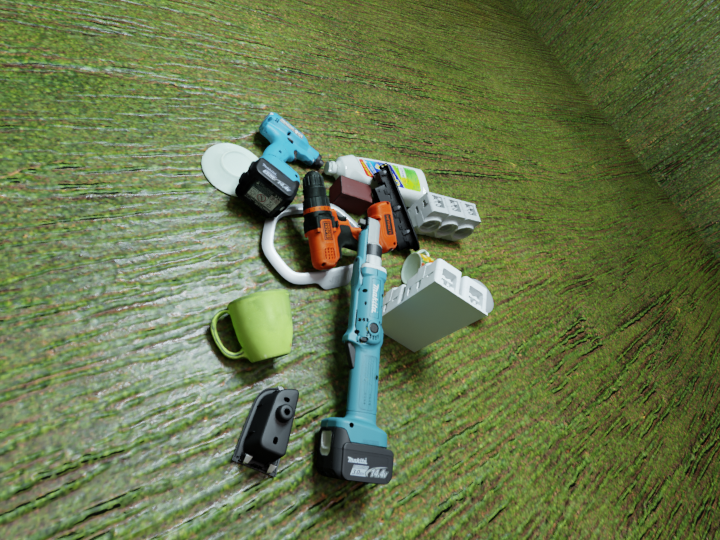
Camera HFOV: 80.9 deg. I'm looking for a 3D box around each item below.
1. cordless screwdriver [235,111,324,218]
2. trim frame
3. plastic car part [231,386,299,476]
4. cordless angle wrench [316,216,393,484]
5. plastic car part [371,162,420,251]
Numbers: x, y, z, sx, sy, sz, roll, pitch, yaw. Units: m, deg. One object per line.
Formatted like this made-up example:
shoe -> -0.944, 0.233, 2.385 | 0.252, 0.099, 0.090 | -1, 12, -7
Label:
cordless screwdriver -> -0.147, -0.202, 0.836 | 0.153, 0.075, 0.255 | 33, 37, -25
trim frame -> -0.080, -0.052, 0.818 | 0.238, 0.028, 0.190 | -12, 65, -39
plastic car part -> -0.117, 0.209, 0.581 | 0.064, 0.072, 0.118 | 29, 51, -18
cordless angle wrench -> 0.006, 0.100, 0.683 | 0.094, 0.076, 0.432 | 17, 61, -24
plastic car part -> 0.070, -0.126, 0.908 | 0.066, 0.068, 0.201 | -27, 95, -12
